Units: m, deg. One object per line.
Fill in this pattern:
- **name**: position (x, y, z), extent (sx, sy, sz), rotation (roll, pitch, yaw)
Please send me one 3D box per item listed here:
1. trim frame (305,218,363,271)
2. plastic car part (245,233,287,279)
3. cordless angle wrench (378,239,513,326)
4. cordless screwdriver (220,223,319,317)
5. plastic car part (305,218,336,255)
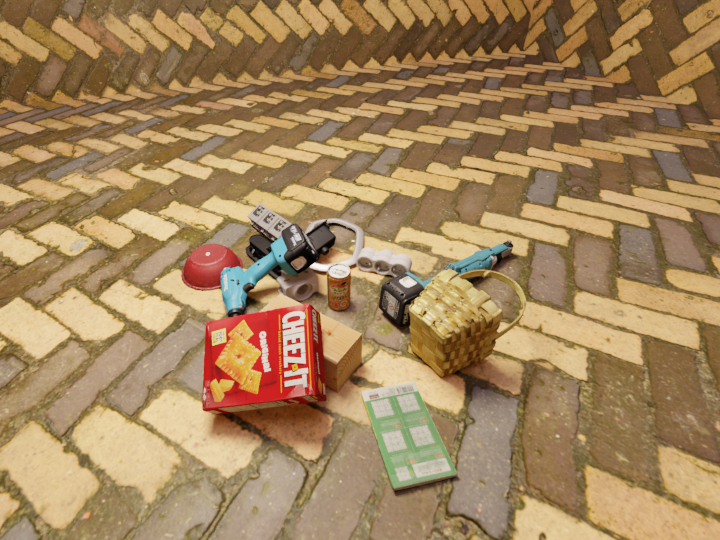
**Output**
- **trim frame**: position (-0.085, -0.076, 1.181), extent (0.186, 0.027, 0.254), rotation (3, 41, 5)
- **plastic car part**: position (-0.240, -0.039, 1.119), extent (0.065, 0.064, 0.215), rotation (-35, 46, -27)
- **cordless angle wrench**: position (0.230, 0.009, 1.020), extent (0.411, 0.095, 0.079), rotation (-22, 43, -29)
- **cordless screwdriver**: position (-0.217, 0.009, 0.982), extent (0.251, 0.070, 0.167), rotation (-31, 44, 9)
- **plastic car part**: position (-0.110, -0.072, 1.123), extent (0.074, 0.064, 0.115), rotation (35, 53, 18)
